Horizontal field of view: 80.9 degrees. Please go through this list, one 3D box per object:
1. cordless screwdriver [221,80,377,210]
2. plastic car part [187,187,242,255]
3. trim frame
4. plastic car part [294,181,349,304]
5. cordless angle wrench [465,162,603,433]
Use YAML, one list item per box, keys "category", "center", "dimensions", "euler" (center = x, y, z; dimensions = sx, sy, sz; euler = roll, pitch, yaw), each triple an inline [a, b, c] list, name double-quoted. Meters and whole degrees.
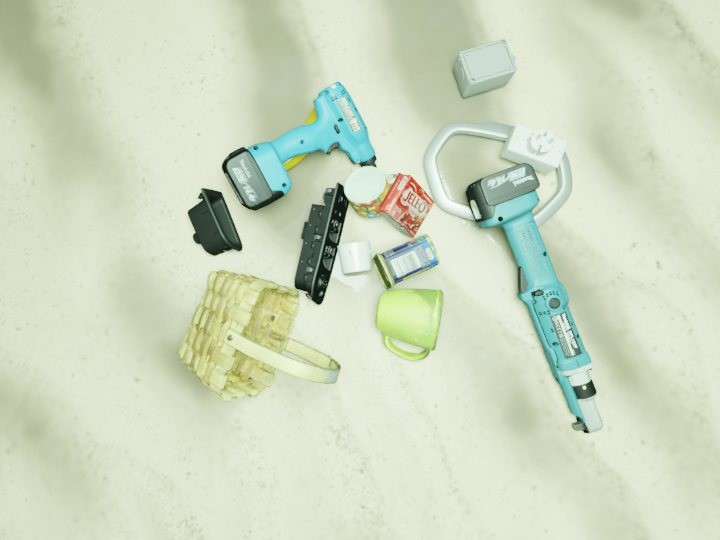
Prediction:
- category: "cordless screwdriver"
  center: [-0.094, -0.181, 0.701]
  dimensions: [0.247, 0.077, 0.154]
  euler: [-36, 110, -10]
- category: "plastic car part"
  center: [-0.261, -0.076, 0.736]
  dimensions: [0.072, 0.064, 0.117]
  euler: [-22, 85, 15]
- category: "trim frame"
  center: [0.232, -0.167, 0.720]
  dimensions: [0.252, 0.027, 0.185]
  euler: [14, 84, 8]
- category: "plastic car part"
  center: [-0.069, -0.045, 0.710]
  dimensions: [0.069, 0.064, 0.204]
  euler: [7, 83, 13]
- category: "cordless angle wrench"
  center: [0.286, 0.046, 0.656]
  dimensions: [0.098, 0.074, 0.424]
  euler: [-21, 88, 3]
